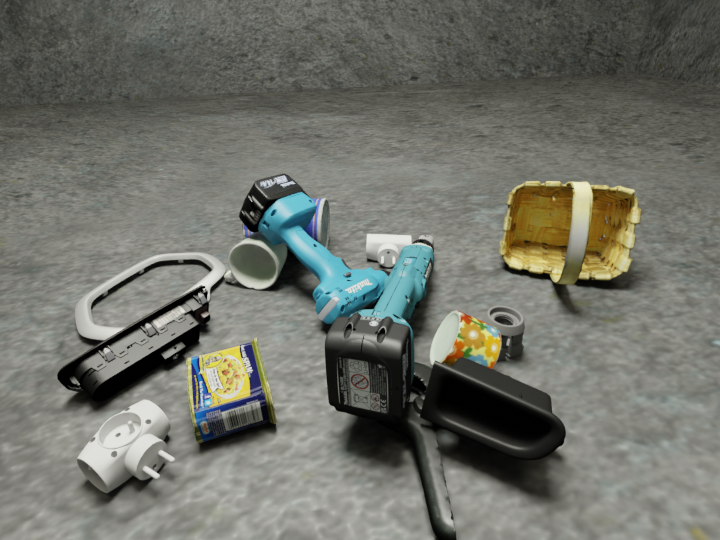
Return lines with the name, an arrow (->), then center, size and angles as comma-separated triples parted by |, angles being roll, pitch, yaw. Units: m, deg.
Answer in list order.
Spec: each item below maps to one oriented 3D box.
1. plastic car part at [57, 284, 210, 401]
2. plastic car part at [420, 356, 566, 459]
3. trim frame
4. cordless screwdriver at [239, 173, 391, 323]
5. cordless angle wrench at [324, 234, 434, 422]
plastic car part -> -0.273, 0.099, 0.544 | 0.069, 0.066, 0.197 | 44, 48, 17
plastic car part -> 0.127, 0.123, 0.406 | 0.121, 0.065, 0.069 | 17, 23, 21
trim frame -> -0.331, 0.033, 0.679 | 0.192, 0.027, 0.245 | 12, 33, 23
cordless screwdriver -> -0.064, -0.042, 0.657 | 0.257, 0.074, 0.154 | 49, 39, 17
cordless angle wrench -> 0.060, 0.024, 0.570 | 0.077, 0.096, 0.419 | 3, 23, 16
